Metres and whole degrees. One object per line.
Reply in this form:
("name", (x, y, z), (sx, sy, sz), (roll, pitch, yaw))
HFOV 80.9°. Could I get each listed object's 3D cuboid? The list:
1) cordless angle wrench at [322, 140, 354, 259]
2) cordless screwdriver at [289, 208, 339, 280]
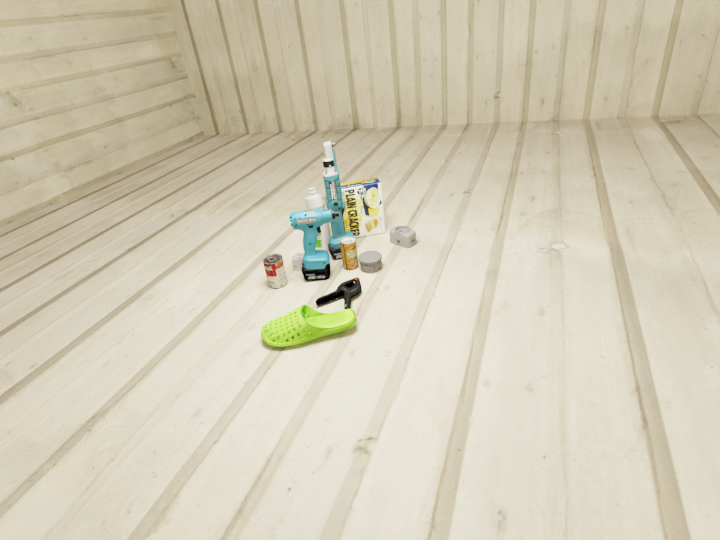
("cordless angle wrench", (-0.088, -0.239, 1.467), (0.097, 0.409, 0.077), (-10, 29, -5))
("cordless screwdriver", (-0.137, -0.090, 1.401), (0.160, 0.241, 0.076), (-6, 29, 4))
